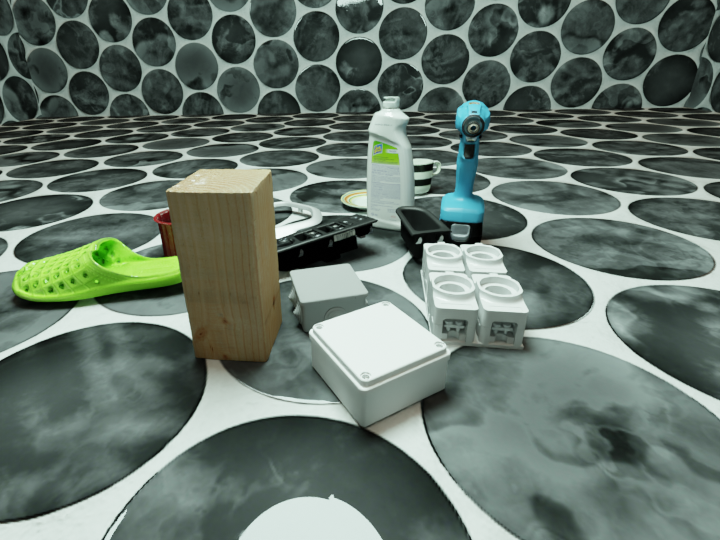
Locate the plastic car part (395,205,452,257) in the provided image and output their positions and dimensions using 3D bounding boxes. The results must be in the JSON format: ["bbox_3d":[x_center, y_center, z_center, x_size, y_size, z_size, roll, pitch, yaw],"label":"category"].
[{"bbox_3d":[0.100,-0.061,0.730,0.065,0.069,0.121,-5,27,-11],"label":"plastic car part"}]

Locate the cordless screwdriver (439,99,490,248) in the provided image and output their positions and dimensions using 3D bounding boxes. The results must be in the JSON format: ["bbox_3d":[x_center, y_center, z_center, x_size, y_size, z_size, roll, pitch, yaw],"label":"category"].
[{"bbox_3d":[0.176,-0.149,0.707,0.076,0.242,0.159,6,26,12],"label":"cordless screwdriver"}]

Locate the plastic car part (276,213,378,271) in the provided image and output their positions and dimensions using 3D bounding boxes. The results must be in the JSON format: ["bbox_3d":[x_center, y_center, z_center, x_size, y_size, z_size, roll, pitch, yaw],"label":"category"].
[{"bbox_3d":[-0.070,-0.046,0.713,0.197,0.065,0.070,-16,30,-27],"label":"plastic car part"}]

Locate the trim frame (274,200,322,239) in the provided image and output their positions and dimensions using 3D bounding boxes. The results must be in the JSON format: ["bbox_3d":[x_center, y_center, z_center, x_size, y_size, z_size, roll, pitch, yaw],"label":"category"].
[{"bbox_3d":[-0.199,-0.100,0.869,0.242,0.027,0.194,-14,29,-22],"label":"trim frame"}]
